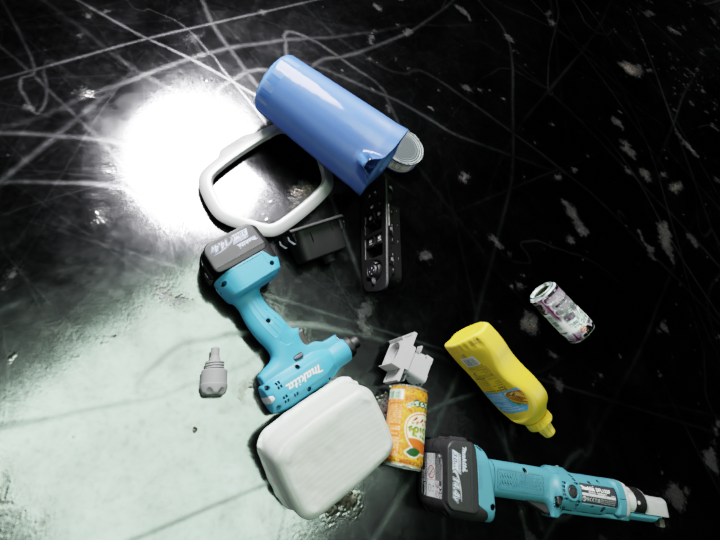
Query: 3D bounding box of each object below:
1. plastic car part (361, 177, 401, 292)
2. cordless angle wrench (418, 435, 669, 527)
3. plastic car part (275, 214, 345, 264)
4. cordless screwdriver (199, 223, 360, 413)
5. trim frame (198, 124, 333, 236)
[{"bbox_3d":[0.036,-0.051,0.716,0.063,0.068,0.207,27,55,-38],"label":"plastic car part"},{"bbox_3d":[0.288,0.324,0.620,0.412,0.075,0.100,15,63,-15],"label":"cordless angle wrench"},{"bbox_3d":[-0.066,-0.043,0.678,0.113,0.068,0.071,-17,90,-29],"label":"plastic car part"},{"bbox_3d":[-0.116,0.053,0.604,0.155,0.075,0.252,-27,81,-28],"label":"cordless screwdriver"},{"bbox_3d":[-0.153,-0.159,0.716,0.185,0.028,0.246,43,62,2],"label":"trim frame"}]
